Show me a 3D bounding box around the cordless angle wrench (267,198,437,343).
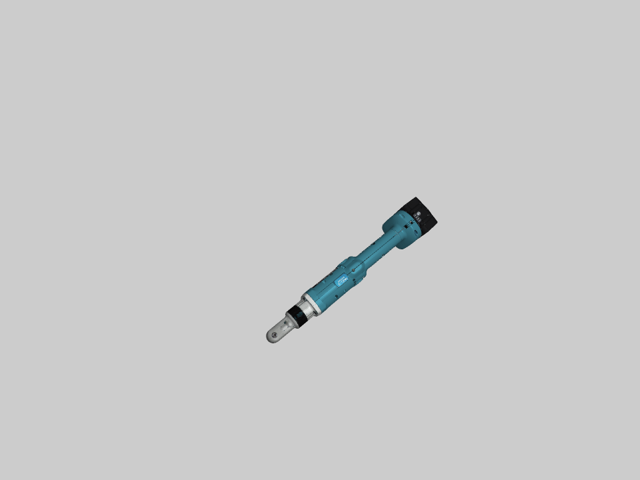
[{"bbox_3d":[0.061,0.065,0.859,0.422,0.074,0.098,-38,-5,-19],"label":"cordless angle wrench"}]
